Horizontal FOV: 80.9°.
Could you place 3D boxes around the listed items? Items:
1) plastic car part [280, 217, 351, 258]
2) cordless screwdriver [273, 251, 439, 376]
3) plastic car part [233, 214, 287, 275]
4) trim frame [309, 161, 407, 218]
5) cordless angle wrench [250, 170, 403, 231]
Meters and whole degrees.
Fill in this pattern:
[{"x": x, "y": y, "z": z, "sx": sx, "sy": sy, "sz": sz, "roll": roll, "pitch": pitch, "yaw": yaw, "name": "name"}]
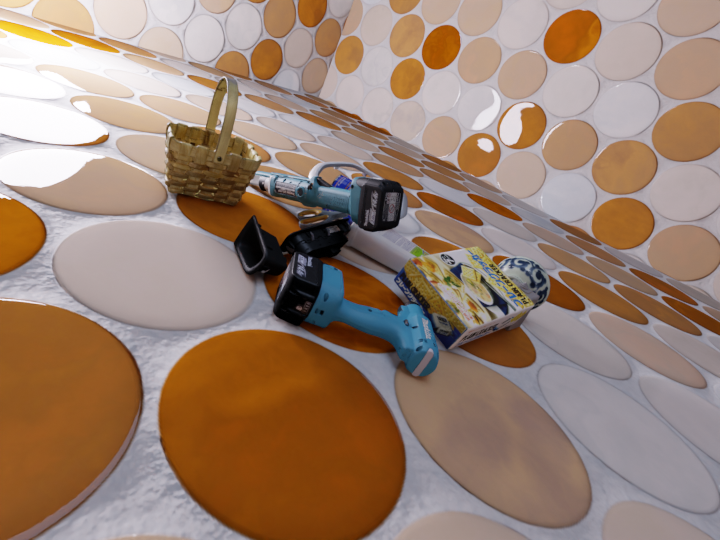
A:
[{"x": -0.080, "y": -0.052, "z": 0.818, "sx": 0.195, "sy": 0.067, "sz": 0.068, "roll": -15, "pitch": 71, "yaw": -56, "name": "plastic car part"}, {"x": -0.002, "y": 0.054, "z": 0.646, "sx": 0.246, "sy": 0.074, "sz": 0.162, "roll": 24, "pitch": 23, "yaw": -6, "name": "cordless screwdriver"}, {"x": -0.158, "y": -0.028, "z": 0.703, "sx": 0.067, "sy": 0.066, "sz": 0.123, "roll": 22, "pitch": 22, "yaw": -41, "name": "plastic car part"}, {"x": -0.003, "y": -0.184, "z": 0.967, "sx": 0.258, "sy": 0.027, "sz": 0.180, "roll": 35, "pitch": 44, "yaw": 19, "name": "trim frame"}, {"x": -0.108, "y": -0.170, "z": 0.904, "sx": 0.447, "sy": 0.097, "sz": 0.071, "roll": 19, "pitch": 19, "yaw": 39, "name": "cordless angle wrench"}]
